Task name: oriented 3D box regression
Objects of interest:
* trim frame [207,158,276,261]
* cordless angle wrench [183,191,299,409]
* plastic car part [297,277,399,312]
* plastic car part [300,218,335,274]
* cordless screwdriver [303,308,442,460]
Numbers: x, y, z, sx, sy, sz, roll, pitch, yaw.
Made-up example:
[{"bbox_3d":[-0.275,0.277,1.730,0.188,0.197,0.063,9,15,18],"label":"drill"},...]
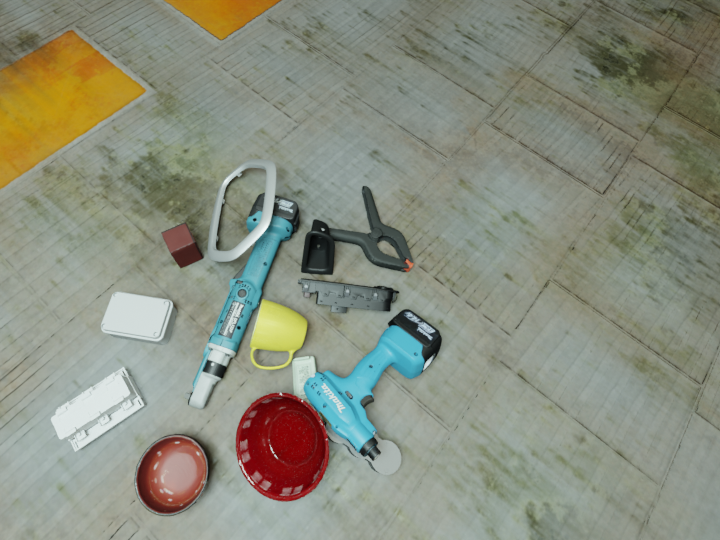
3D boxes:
[{"bbox_3d":[-0.242,-0.127,0.854,0.189,0.026,0.256,-18,57,26],"label":"trim frame"},{"bbox_3d":[-0.225,0.049,0.810,0.099,0.073,0.427,16,68,2],"label":"cordless angle wrench"},{"bbox_3d":[-0.022,0.050,0.825,0.202,0.066,0.068,3,76,-3],"label":"plastic car part"},{"bbox_3d":[-0.083,-0.054,0.849,0.065,0.113,0.073,5,43,-6],"label":"plastic car part"},{"bbox_3d":[0.044,0.186,0.722,0.244,0.072,0.167,-33,56,-26],"label":"cordless screwdriver"}]
